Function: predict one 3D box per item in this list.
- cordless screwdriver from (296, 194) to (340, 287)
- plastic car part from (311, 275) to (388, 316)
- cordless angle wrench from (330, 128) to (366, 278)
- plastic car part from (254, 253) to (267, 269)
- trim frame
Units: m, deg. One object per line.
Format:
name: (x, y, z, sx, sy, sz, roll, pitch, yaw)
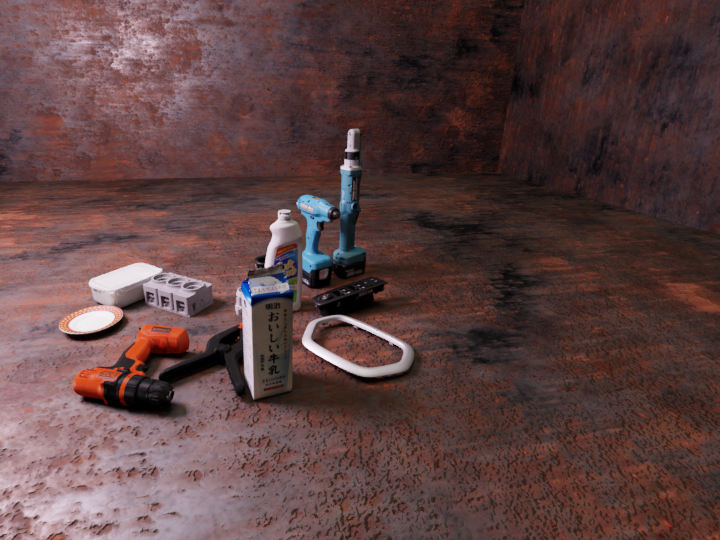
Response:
cordless screwdriver: (-0.113, -0.074, 1.156, 0.071, 0.244, 0.168, -13, 25, -37)
plastic car part: (-0.030, 0.067, 1.051, 0.196, 0.066, 0.070, -13, 26, -31)
cordless angle wrench: (-0.029, -0.188, 1.212, 0.094, 0.415, 0.079, -11, 24, -35)
plastic car part: (-0.257, -0.008, 1.218, 0.070, 0.069, 0.112, 19, 27, 36)
trim frame: (-0.008, 0.154, 0.890, 0.262, 0.027, 0.178, 17, 27, 34)
